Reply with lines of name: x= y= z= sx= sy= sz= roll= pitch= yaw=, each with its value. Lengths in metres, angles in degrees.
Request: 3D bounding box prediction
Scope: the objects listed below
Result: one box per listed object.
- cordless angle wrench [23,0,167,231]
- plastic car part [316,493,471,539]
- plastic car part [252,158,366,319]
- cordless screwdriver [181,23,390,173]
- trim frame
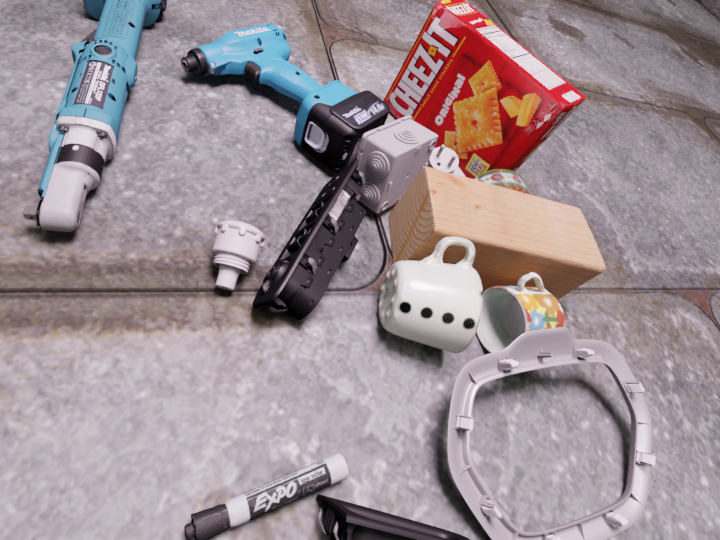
cordless angle wrench: x=-0.284 y=-0.221 z=0.467 sx=0.095 sy=0.074 sz=0.437 roll=4 pitch=57 yaw=-21
plastic car part: x=0.024 y=0.209 z=0.290 sx=0.114 sy=0.066 sz=0.071 roll=23 pitch=67 yaw=-10
plastic car part: x=-0.042 y=-0.028 z=0.431 sx=0.065 sy=0.068 sz=0.203 roll=49 pitch=46 yaw=-21
cordless screwdriver: x=-0.097 y=-0.226 z=0.539 sx=0.256 sy=0.073 sz=0.156 roll=43 pitch=52 yaw=16
trim frame: x=0.182 y=0.146 z=0.380 sx=0.241 sy=0.028 sz=0.187 roll=-2 pitch=75 yaw=-20
